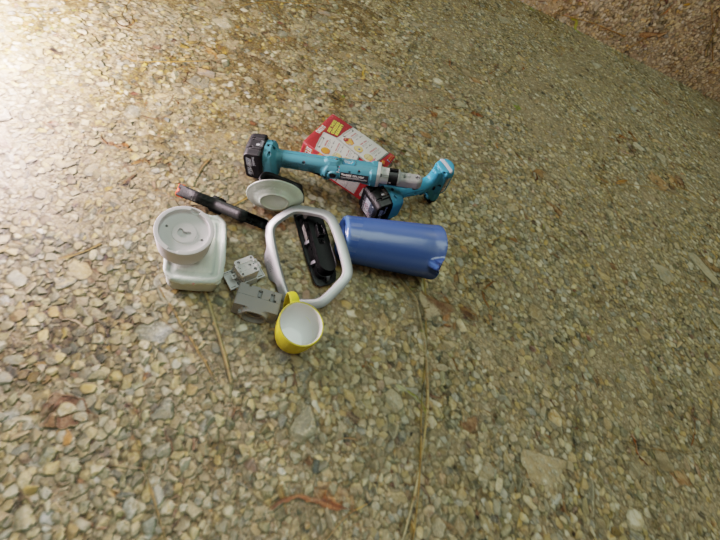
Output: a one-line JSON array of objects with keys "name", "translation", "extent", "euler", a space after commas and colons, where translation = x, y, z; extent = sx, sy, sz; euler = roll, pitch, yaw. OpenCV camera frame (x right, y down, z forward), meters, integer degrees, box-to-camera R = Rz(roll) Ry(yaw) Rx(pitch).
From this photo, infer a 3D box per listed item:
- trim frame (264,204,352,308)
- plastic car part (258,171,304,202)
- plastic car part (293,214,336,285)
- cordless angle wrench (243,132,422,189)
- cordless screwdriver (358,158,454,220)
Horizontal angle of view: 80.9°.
[{"name": "trim frame", "translation": [-0.120, -0.034, 0.920], "extent": [0.184, 0.027, 0.256], "euler": [-18, 69, -1]}, {"name": "plastic car part", "translation": [-0.200, -0.183, 1.005], "extent": [0.111, 0.071, 0.069], "euler": [16, 41, -28]}, {"name": "plastic car part", "translation": [-0.095, -0.062, 0.977], "extent": [0.063, 0.068, 0.210], "euler": [0, 62, -31]}, {"name": "cordless angle wrench", "translation": [-0.064, -0.245, 1.012], "extent": [0.426, 0.095, 0.076], "euler": [10, 59, 4]}, {"name": "cordless screwdriver", "translation": [0.120, -0.194, 1.109], "extent": [0.245, 0.156, 0.077], "euler": [-24, 69, -15]}]
